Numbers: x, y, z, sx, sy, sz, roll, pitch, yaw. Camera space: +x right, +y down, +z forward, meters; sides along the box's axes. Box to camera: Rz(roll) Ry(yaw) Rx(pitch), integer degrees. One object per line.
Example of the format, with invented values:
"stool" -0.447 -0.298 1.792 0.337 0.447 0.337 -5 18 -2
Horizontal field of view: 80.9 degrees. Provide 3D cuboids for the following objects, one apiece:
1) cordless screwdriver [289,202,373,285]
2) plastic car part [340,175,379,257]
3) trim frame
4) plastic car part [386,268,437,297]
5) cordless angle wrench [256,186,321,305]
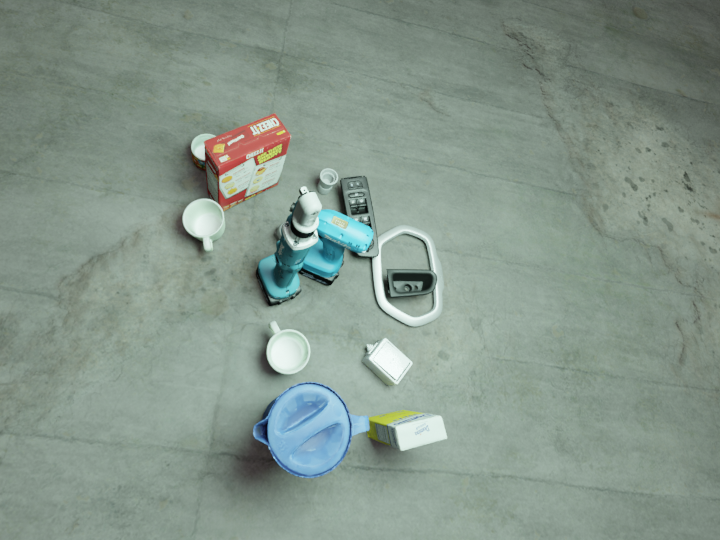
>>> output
"cordless screwdriver" -0.085 -0.055 0.865 0.158 0.249 0.075 26 67 -7
"plastic car part" -0.006 -0.121 1.007 0.065 0.067 0.208 -6 71 -17
"trim frame" 0.116 0.008 1.006 0.180 0.027 0.254 0 70 -13
"plastic car part" 0.110 0.035 0.971 0.114 0.071 0.067 -1 72 -14
"cordless angle wrench" -0.125 -0.030 0.752 0.073 0.424 0.100 -21 80 -22
